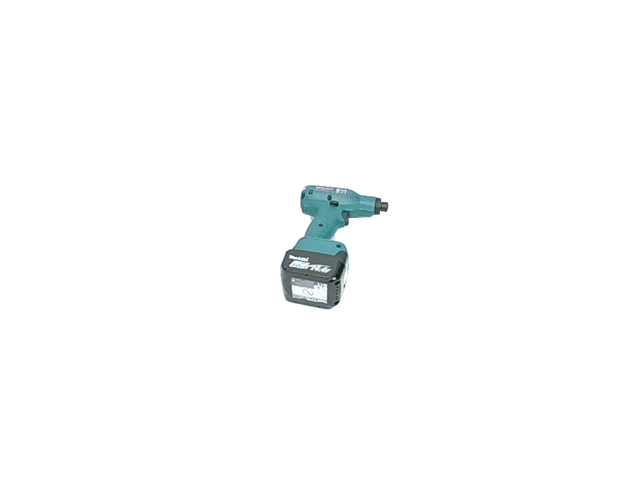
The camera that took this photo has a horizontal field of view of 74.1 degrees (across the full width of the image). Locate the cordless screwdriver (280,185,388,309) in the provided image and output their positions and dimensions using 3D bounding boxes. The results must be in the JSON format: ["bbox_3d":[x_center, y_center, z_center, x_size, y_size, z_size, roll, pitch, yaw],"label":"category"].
[{"bbox_3d":[0.028,-0.003,0.708,0.159,0.074,0.247,6,43,7],"label":"cordless screwdriver"}]
